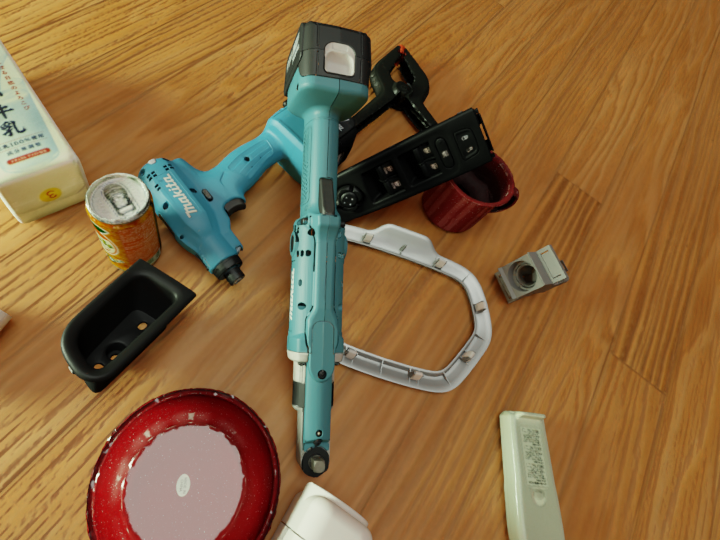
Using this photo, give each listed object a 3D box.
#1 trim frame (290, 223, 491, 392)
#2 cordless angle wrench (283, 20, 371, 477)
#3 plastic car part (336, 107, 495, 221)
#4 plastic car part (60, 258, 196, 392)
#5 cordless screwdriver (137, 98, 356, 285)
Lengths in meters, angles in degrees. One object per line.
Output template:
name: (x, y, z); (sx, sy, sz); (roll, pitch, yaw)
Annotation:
trim frame: (0.039, 0.032, 0.486); (0.247, 0.027, 0.187); (18, 60, -3)
cordless angle wrench: (-0.041, -0.027, 0.418); (0.072, 0.100, 0.426); (4, 81, -19)
plastic car part: (0.042, -0.123, 0.498); (0.206, 0.063, 0.069); (-25, 37, 14)
plastic car part: (-0.213, 0.058, 0.381); (0.066, 0.071, 0.117); (30, 44, -1)
cordless screwdriver: (-0.108, -0.105, 0.493); (0.245, 0.074, 0.162); (-37, 80, -24)
